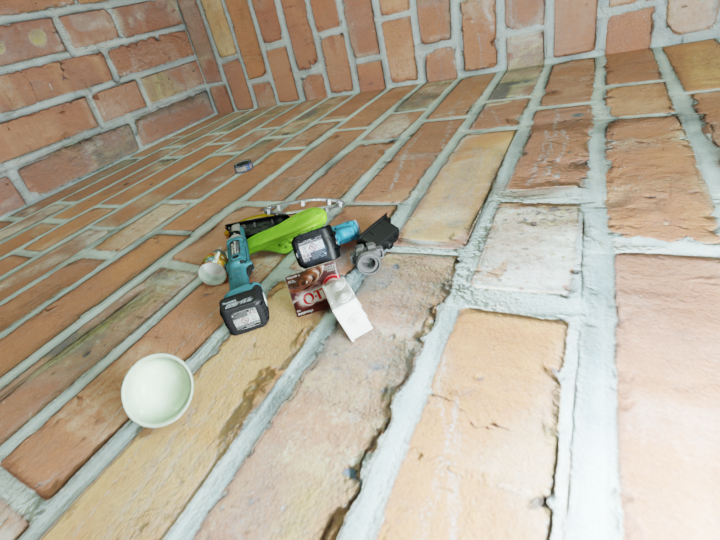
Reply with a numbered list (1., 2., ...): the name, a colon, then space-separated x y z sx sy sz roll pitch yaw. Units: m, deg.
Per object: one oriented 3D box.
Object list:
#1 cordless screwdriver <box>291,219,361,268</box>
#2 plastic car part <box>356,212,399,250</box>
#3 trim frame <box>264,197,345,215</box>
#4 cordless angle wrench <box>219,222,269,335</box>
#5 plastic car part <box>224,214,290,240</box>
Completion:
1. cordless screwdriver: -0.099 -0.065 1.013 0.163 0.074 0.246 -17 8 17
2. plastic car part: 0.053 -0.079 1.044 0.075 0.063 0.115 28 53 30
3. trim frame: -0.165 -0.179 1.225 0.256 0.028 0.178 -7 -2 21
4. cordless angle wrench: -0.301 -0.013 1.053 0.097 0.071 0.443 -19 35 -7
5. plastic car part: -0.298 -0.122 1.253 0.205 0.063 0.069 -13 58 8
